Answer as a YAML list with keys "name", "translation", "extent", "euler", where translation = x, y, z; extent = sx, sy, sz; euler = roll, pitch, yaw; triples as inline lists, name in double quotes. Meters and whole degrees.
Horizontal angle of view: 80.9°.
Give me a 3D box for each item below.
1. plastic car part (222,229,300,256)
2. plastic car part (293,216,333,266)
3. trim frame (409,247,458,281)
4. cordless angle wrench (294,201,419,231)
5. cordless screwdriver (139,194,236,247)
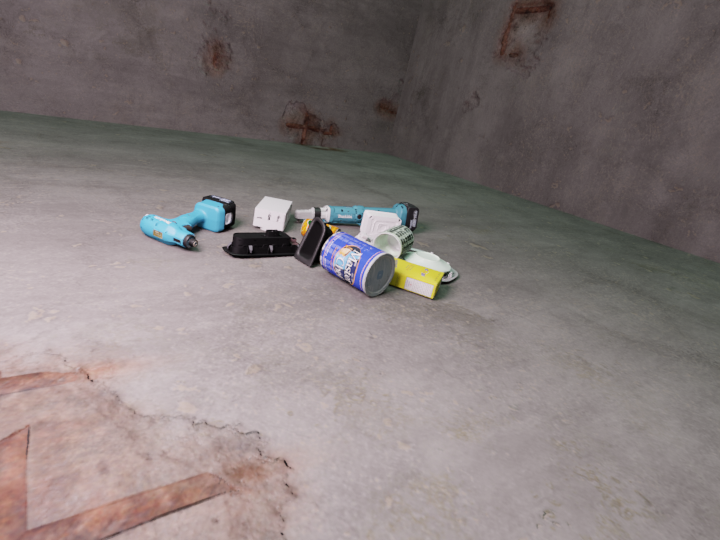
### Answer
- name: "plastic car part"
  translation: [-0.235, -0.066, 1.038]
  extent: [0.195, 0.066, 0.070]
  euler: [-8, 35, -34]
- name: "plastic car part"
  translation: [-0.103, -0.067, 1.049]
  extent: [0.070, 0.116, 0.067]
  euler: [29, 2, 37]
- name: "trim frame"
  translation: [0.157, -0.027, 1.171]
  extent: [0.177, 0.027, 0.262]
  euler: [-1, 26, -26]
- name: "cordless angle wrench"
  translation: [-0.012, -0.182, 1.397]
  extent: [0.410, 0.096, 0.078]
  euler: [-1, 20, -19]
- name: "cordless screwdriver"
  translation: [-0.407, -0.120, 1.072]
  extent: [0.165, 0.073, 0.244]
  euler: [19, 27, 19]
